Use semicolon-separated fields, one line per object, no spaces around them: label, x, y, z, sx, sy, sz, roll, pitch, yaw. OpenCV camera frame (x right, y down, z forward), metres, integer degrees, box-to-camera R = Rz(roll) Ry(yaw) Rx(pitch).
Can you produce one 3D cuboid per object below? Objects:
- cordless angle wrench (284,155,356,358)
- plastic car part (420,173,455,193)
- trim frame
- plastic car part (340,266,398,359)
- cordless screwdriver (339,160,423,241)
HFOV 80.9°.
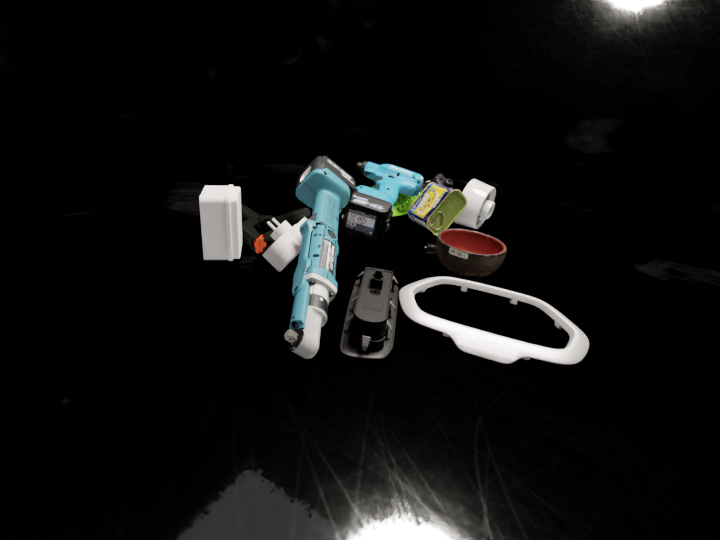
cordless angle wrench;-0.063;-0.041;0.640;0.094;0.075;0.435;34;31;-24
plastic car part;0.192;-0.179;0.988;0.063;0.071;0.121;-9;62;-35
trim frame;0.176;0.063;0.586;0.256;0.027;0.182;15;26;15
plastic car part;0.019;0.043;0.560;0.067;0.066;0.205;15;28;1
cordless screwdriver;0.026;-0.168;0.911;0.164;0.073;0.247;22;40;15
